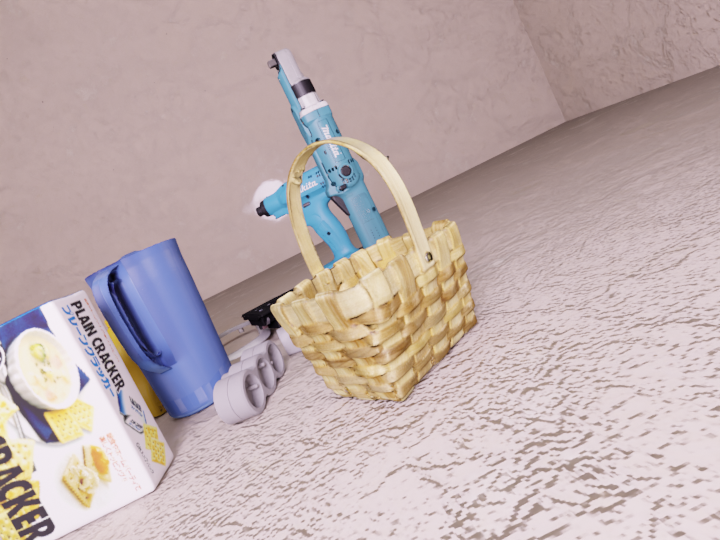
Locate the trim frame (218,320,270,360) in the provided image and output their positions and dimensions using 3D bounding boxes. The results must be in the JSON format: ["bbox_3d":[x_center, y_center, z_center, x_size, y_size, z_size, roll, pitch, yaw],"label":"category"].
[{"bbox_3d":[-0.257,0.148,0.846,0.182,0.027,0.255,-29,10,-16],"label":"trim frame"}]

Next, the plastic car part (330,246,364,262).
[{"bbox_3d":[0.003,-0.011,0.884,0.117,0.070,0.066,-25,7,5],"label":"plastic car part"}]

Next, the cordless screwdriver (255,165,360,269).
[{"bbox_3d":[-0.074,-0.048,0.758,0.162,0.247,0.073,-24,5,17],"label":"cordless screwdriver"}]

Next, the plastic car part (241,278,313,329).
[{"bbox_3d":[-0.129,0.066,0.829,0.069,0.066,0.198,-19,12,46],"label":"plastic car part"}]

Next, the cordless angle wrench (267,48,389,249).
[{"bbox_3d":[-0.030,-0.149,0.663,0.097,0.420,0.076,-27,4,-12],"label":"cordless angle wrench"}]
